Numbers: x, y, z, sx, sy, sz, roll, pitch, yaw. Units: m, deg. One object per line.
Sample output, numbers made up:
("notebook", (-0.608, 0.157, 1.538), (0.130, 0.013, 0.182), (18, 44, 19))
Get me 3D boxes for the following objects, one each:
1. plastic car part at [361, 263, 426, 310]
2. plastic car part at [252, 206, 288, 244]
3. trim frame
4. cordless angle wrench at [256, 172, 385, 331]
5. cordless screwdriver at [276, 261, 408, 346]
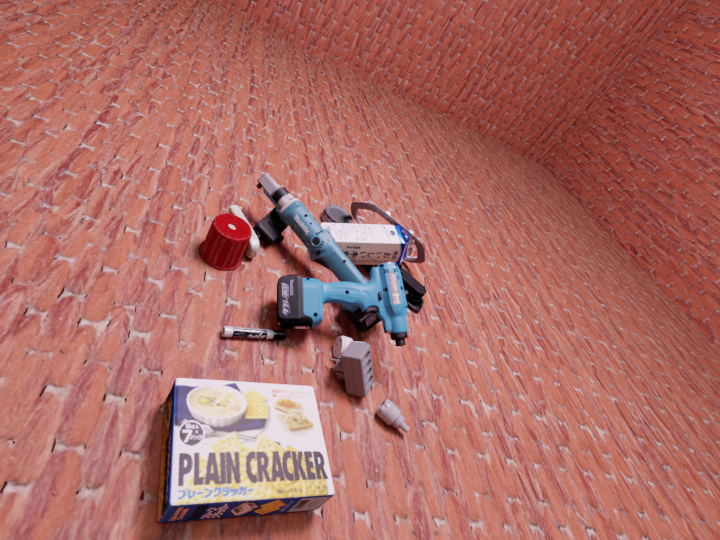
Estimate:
("plastic car part", (0.090, 0.015, 1.071), (0.208, 0.067, 0.064), (45, 28, 14))
("plastic car part", (-0.205, -0.097, 0.985), (0.069, 0.067, 0.117), (43, 35, -13))
("trim frame", (0.073, -0.102, 1.129), (0.248, 0.185, 0.027), (39, 72, -1))
("cordless angle wrench", (-0.091, -0.059, 0.929), (0.434, 0.098, 0.072), (50, 9, 13))
("cordless screwdriver", (-0.033, 0.074, 0.797), (0.245, 0.074, 0.163), (-6, 72, -9))
